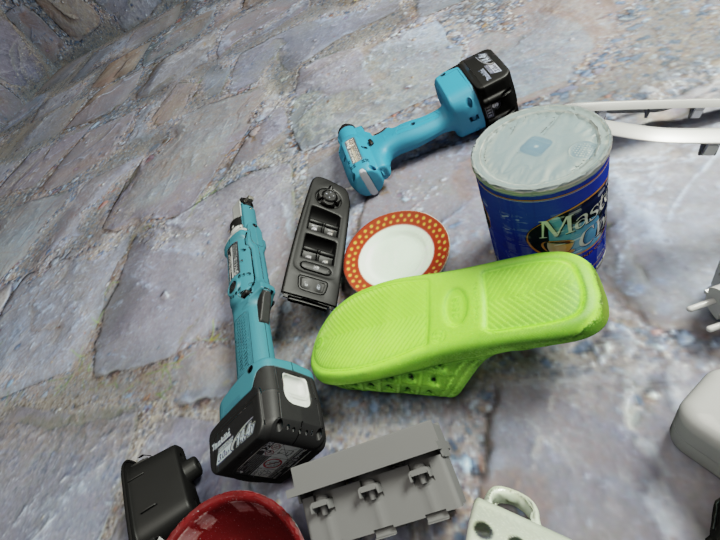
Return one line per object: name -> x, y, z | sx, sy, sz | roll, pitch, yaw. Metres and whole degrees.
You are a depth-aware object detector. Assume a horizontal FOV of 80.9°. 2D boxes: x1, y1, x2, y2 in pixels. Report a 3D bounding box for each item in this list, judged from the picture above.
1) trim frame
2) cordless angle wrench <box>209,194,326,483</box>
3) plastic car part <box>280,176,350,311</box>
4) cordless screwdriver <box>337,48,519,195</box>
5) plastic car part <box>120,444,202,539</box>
trim frame -> 0.305, -0.137, 0.388 | 0.251, 0.027, 0.188 | -2, 31, 4
cordless angle wrench -> -0.137, 0.030, 0.532 | 0.098, 0.070, 0.443 | -47, 38, 20
plastic car part -> -0.054, -0.035, 0.548 | 0.066, 0.066, 0.207 | 12, 56, -6
cordless screwdriver -> 0.081, -0.220, 0.613 | 0.252, 0.070, 0.166 | -27, 46, 13
plastic car part -> -0.194, 0.224, 0.428 | 0.070, 0.063, 0.123 | -28, 41, -15
